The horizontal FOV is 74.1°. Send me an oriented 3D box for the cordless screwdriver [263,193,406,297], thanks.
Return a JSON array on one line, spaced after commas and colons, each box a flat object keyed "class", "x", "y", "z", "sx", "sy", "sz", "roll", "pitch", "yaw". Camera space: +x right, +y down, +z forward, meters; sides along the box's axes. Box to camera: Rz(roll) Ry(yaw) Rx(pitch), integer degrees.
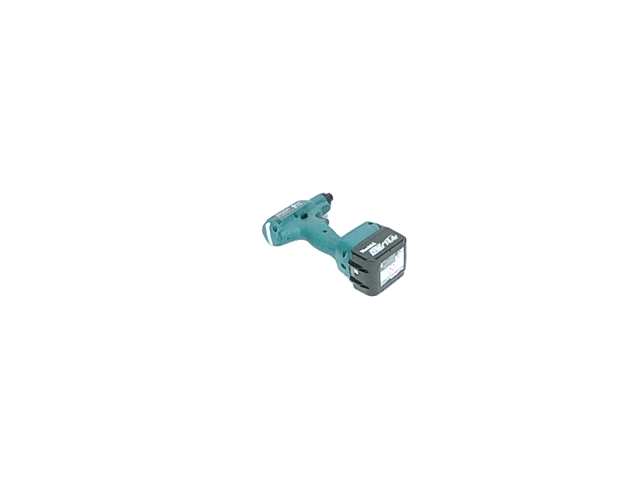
[{"class": "cordless screwdriver", "x": 0.037, "y": -0.012, "z": 0.726, "sx": 0.250, "sy": 0.074, "sz": 0.158, "roll": 25, "pitch": 48, "yaw": 38}]
